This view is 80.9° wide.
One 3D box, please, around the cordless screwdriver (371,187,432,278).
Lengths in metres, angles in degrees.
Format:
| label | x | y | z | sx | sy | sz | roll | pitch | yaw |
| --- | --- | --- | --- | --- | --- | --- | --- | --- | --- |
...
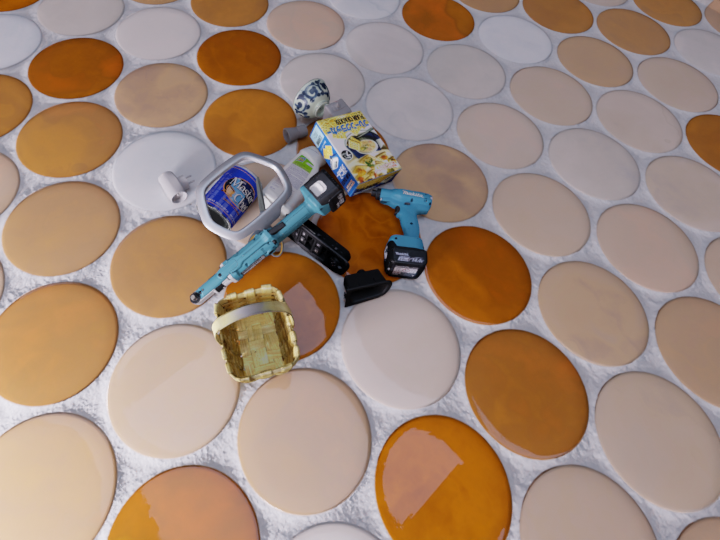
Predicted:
| label | x | y | z | sx | sy | sz | roll | pitch | yaw |
| --- | --- | --- | --- | --- | --- | --- | --- | --- | --- |
| cordless screwdriver | 0.095 | -0.107 | 1.068 | 0.159 | 0.073 | 0.254 | 9 | 58 | -1 |

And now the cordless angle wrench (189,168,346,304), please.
| label | x | y | z | sx | sy | sz | roll | pitch | yaw |
| --- | --- | --- | --- | --- | --- | --- | --- | --- | --- |
| cordless angle wrench | -0.219 | -0.064 | 0.969 | 0.422 | 0.095 | 0.076 | -40 | 77 | -3 |

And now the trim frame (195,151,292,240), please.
| label | x | y | z | sx | sy | sz | roll | pitch | yaw |
| --- | --- | --- | --- | --- | --- | --- | --- | --- | --- |
| trim frame | -0.272 | -0.179 | 0.999 | 0.183 | 0.028 | 0.247 | 42 | 61 | -2 |

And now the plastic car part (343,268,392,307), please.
| label | x | y | z | sx | sy | sz | roll | pitch | yaw |
| --- | --- | --- | --- | --- | --- | --- | --- | --- | --- |
| plastic car part | 0.006 | 0.030 | 0.999 | 0.114 | 0.064 | 0.074 | -16 | 52 | -18 |

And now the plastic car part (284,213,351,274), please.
| label | x | y | z | sx | sy | sz | roll | pitch | yaw |
| --- | --- | --- | --- | --- | --- | --- | --- | --- | --- |
| plastic car part | -0.102 | -0.067 | 1.040 | 0.210 | 0.066 | 0.065 | 41 | 40 | 17 |
